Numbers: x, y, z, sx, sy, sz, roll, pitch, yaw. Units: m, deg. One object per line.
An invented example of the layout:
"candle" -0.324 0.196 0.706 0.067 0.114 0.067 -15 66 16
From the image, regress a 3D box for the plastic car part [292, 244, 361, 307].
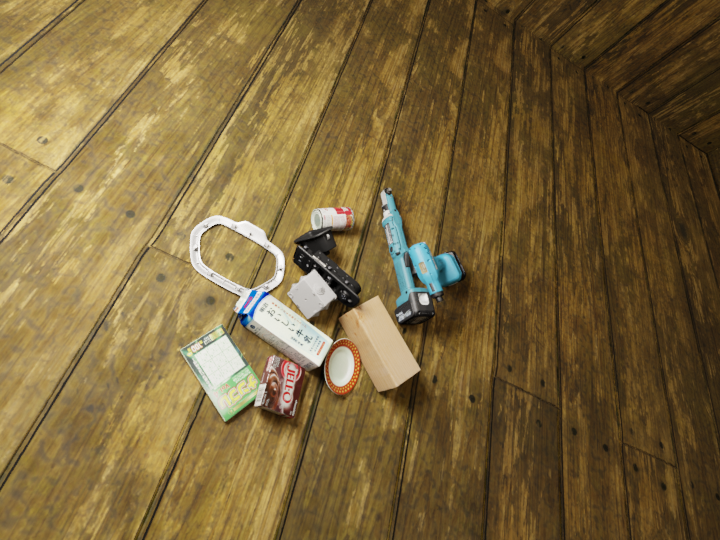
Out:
"plastic car part" -0.076 0.011 1.043 0.210 0.066 0.065 42 42 17

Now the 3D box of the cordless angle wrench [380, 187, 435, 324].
"cordless angle wrench" 0.113 -0.058 1.223 0.071 0.099 0.437 4 60 -27

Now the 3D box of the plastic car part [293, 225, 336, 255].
"plastic car part" -0.108 -0.071 1.107 0.065 0.122 0.069 -38 112 -35

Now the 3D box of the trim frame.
"trim frame" -0.300 -0.038 1.041 0.245 0.028 0.186 29 55 -8

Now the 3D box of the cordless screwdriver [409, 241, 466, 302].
"cordless screwdriver" 0.223 0.012 1.173 0.237 0.076 0.163 8 57 -58
